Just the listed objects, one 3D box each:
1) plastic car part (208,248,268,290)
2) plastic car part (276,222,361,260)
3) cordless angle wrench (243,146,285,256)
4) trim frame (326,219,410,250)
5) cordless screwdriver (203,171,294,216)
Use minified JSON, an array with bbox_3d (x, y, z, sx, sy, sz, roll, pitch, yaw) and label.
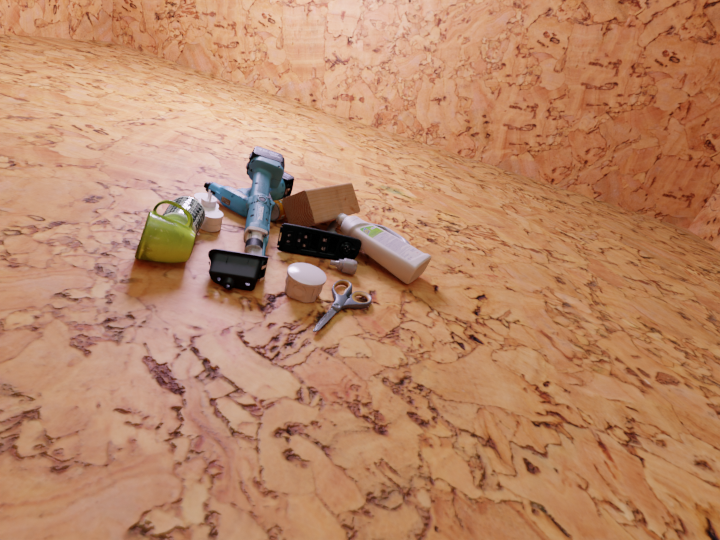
[{"bbox_3d":[-0.242,0.006,0.817,0.115,0.065,0.073,9,43,-10],"label":"plastic car part"},{"bbox_3d":[-0.100,-0.066,1.025,0.199,0.066,0.068,10,2,-11],"label":"plastic car part"},{"bbox_3d":[-0.241,-0.152,1.016,0.095,0.074,0.438,13,41,-20],"label":"cordless angle wrench"},{"bbox_3d":[0.024,-0.090,1.166,0.240,0.027,0.193,7,28,-21],"label":"trim frame"},{"bbox_3d":[-0.308,-0.233,1.194,0.164,0.073,0.244,27,33,15],"label":"cordless screwdriver"}]
